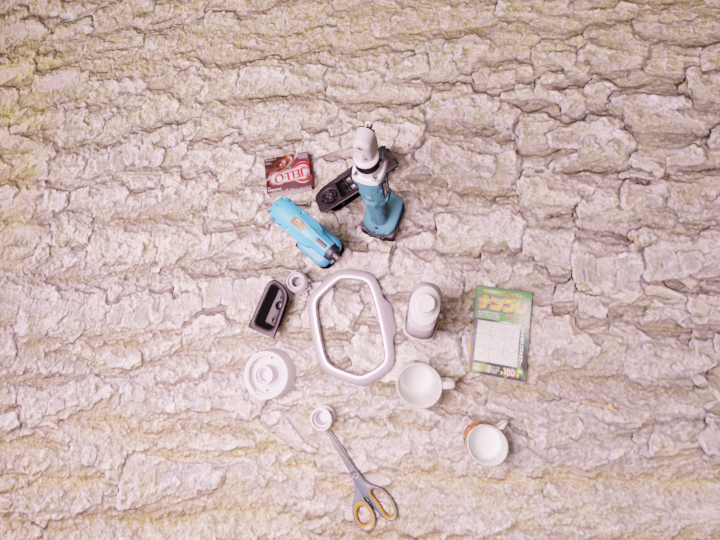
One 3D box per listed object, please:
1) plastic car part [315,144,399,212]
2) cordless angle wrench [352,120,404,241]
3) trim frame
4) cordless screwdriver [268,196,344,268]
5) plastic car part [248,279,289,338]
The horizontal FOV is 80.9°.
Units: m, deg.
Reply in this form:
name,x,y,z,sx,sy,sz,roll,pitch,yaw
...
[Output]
name,x,y,z,sx,sy,sz,roll,pitch,yaw
plastic car part,-0.012,-0.199,0.964,0.203,0.065,0.068,-32,75,4
cordless angle wrench,0.028,-0.145,0.763,0.076,0.411,0.098,19,83,10
trim frame,-0.018,0.120,0.915,0.186,0.027,0.253,-15,75,9
cordless screwdriver,-0.084,-0.055,0.856,0.164,0.242,0.074,40,88,13
plastic car part,-0.190,0.084,0.939,0.068,0.069,0.117,20,83,13
